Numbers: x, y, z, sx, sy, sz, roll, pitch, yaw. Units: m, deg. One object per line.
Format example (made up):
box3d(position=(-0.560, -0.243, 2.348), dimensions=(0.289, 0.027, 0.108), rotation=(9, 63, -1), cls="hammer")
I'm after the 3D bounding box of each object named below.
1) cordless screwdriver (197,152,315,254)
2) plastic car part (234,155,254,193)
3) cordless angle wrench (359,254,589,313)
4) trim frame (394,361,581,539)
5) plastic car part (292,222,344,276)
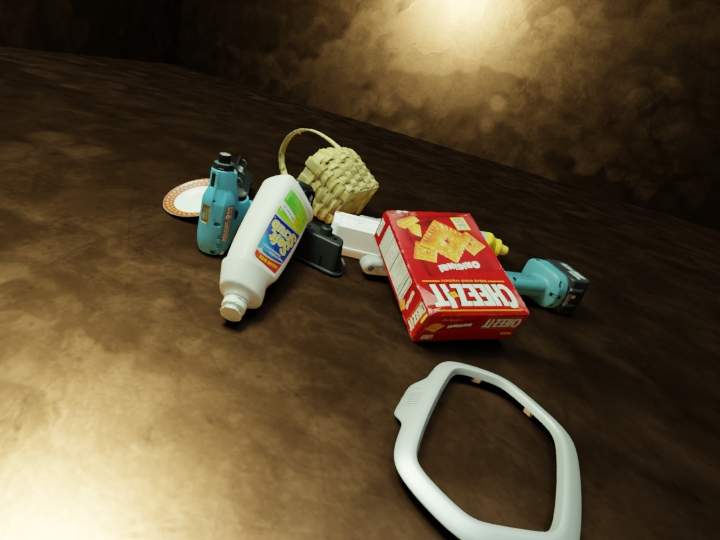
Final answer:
box3d(position=(-0.175, -0.128, 0.738), dimensions=(0.077, 0.157, 0.241), rotation=(25, 25, 22), cls="cordless screwdriver")
box3d(position=(-0.270, -0.189, 0.930), dimensions=(0.065, 0.066, 0.209), rotation=(36, 17, -21), cls="plastic car part")
box3d(position=(0.202, 0.011, 0.767), dimensions=(0.413, 0.073, 0.102), rotation=(6, 27, -13), cls="cordless angle wrench")
box3d(position=(0.129, 0.176, 0.438), dimensions=(0.191, 0.027, 0.243), rotation=(25, 29, 18), cls="trim frame")
box3d(position=(-0.071, -0.047, 0.730), dimensions=(0.122, 0.070, 0.064), rotation=(24, 27, 24), cls="plastic car part")
